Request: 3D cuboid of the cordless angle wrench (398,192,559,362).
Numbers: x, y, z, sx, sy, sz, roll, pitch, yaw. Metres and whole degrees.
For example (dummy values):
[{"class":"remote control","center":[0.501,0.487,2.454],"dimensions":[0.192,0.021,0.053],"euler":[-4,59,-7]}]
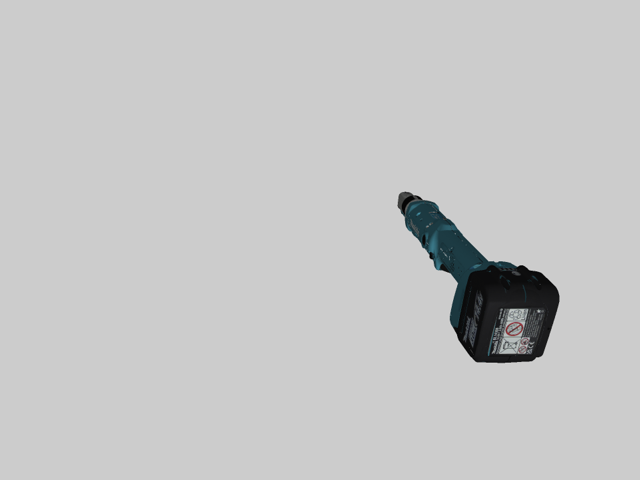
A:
[{"class":"cordless angle wrench","center":[0.172,0.003,0.598],"dimensions":[0.074,0.098,0.422],"euler":[1,23,-5]}]
